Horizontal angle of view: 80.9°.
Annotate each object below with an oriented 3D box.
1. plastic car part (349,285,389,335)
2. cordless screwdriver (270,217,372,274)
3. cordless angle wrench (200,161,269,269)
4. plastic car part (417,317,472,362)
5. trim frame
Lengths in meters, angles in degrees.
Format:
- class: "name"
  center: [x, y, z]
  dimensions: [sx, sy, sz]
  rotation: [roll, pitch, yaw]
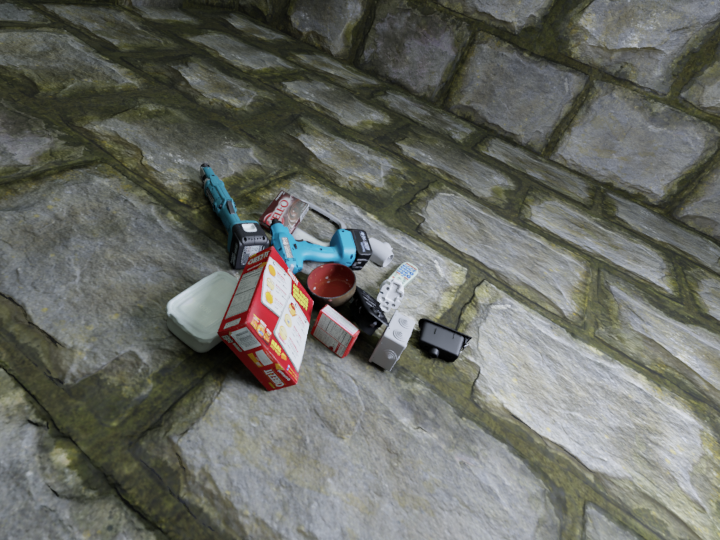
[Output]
- class: "plastic car part"
  center: [0.009, 0.087, 0.907]
  dimensions: [0.065, 0.067, 0.207]
  rotation: [44, -1, -13]
- class: "cordless screwdriver"
  center: [-0.104, -0.068, 1.065]
  dimensions: [0.240, 0.074, 0.166]
  rotation: [-5, 56, -26]
- class: "cordless angle wrench"
  center: [-0.350, -0.164, 1.089]
  dimensions: [0.071, 0.096, 0.447]
  rotation: [-5, 40, -33]
- class: "plastic car part"
  center: [0.176, 0.164, 0.939]
  dimensions: [0.118, 0.065, 0.071]
  rotation: [21, 50, 5]
- class: "trim frame"
  center: [-0.148, -0.136, 1.190]
  dimensions: [0.255, 0.027, 0.181]
  rotation: [31, 37, 12]
